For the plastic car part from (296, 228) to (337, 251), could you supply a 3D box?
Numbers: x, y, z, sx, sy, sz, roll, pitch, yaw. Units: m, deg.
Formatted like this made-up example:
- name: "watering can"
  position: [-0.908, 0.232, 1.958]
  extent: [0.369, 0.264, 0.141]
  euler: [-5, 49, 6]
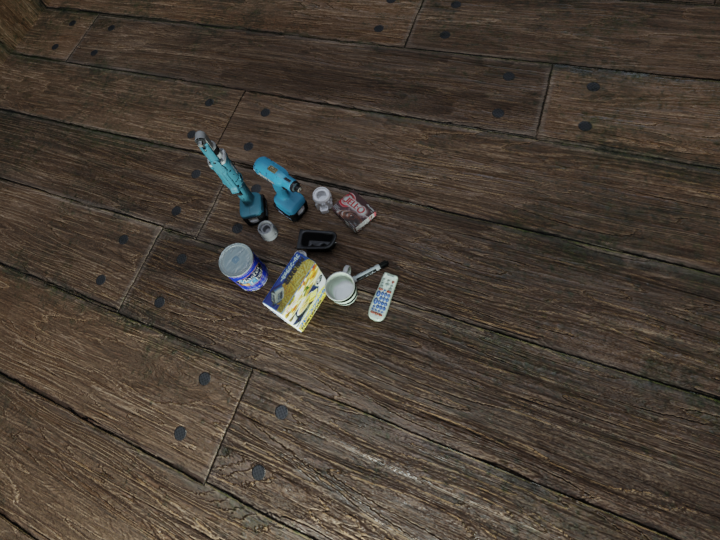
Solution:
- name: "plastic car part"
  position: [-0.124, -0.081, 1.266]
  extent: [0.119, 0.068, 0.067]
  euler: [4, 70, 13]

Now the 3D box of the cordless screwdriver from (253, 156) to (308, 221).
- name: "cordless screwdriver"
  position: [-0.213, -0.226, 1.252]
  extent: [0.166, 0.240, 0.074]
  euler: [35, 78, 20]

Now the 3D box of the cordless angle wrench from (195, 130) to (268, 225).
- name: "cordless angle wrench"
  position: [-0.365, -0.260, 1.206]
  extent: [0.075, 0.408, 0.101]
  euler: [-11, 69, 4]
